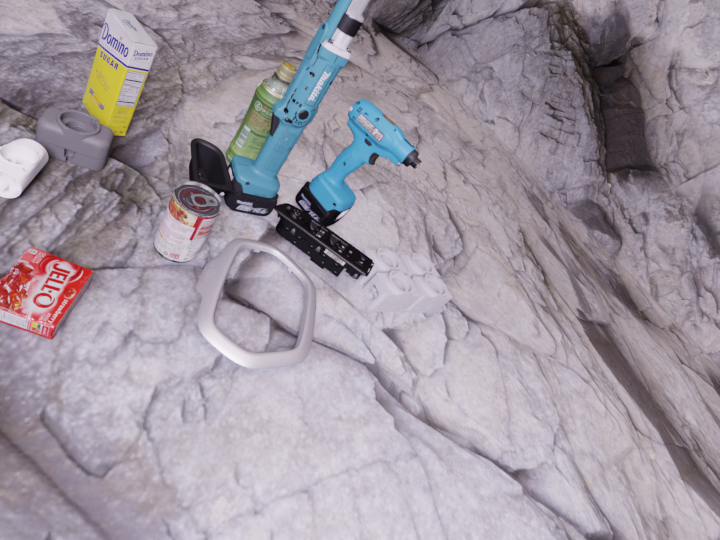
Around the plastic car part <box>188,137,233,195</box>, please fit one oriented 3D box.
[{"bbox_3d":[-0.265,-0.159,0.716,0.063,0.071,0.122,8,45,-38],"label":"plastic car part"}]

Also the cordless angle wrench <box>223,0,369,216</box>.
[{"bbox_3d":[-0.099,-0.259,0.667,0.093,0.425,0.078,10,46,-38],"label":"cordless angle wrench"}]

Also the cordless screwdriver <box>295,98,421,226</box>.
[{"bbox_3d":[-0.009,-0.180,0.809,0.163,0.250,0.072,48,35,10],"label":"cordless screwdriver"}]

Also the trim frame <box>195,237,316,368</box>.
[{"bbox_3d":[-0.149,0.040,0.628,0.178,0.028,0.255,25,37,-18],"label":"trim frame"}]

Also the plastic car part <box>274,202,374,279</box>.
[{"bbox_3d":[-0.074,-0.049,0.762,0.204,0.067,0.066,39,35,2],"label":"plastic car part"}]
